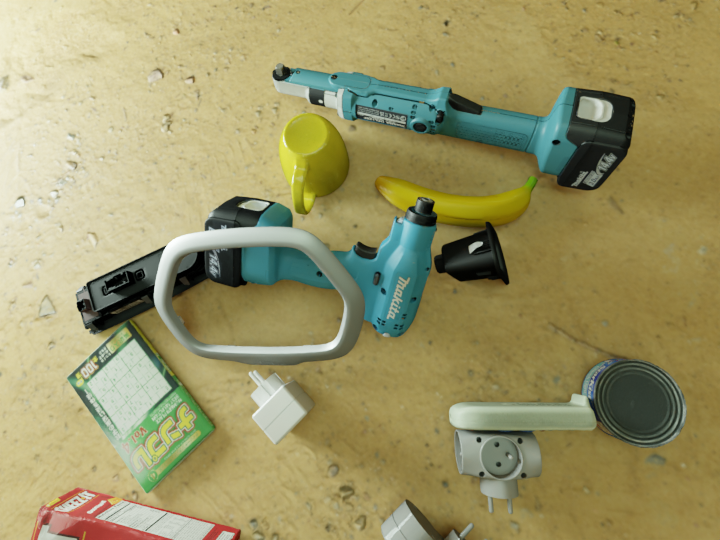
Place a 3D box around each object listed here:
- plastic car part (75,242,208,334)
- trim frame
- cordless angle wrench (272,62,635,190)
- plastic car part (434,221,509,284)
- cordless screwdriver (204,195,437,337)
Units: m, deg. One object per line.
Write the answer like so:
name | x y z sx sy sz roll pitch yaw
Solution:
plastic car part | -0.274 0.008 0.535 0.203 0.065 0.068 -24 71 -2
trim frame | -0.118 0.037 0.470 0.254 0.028 0.179 -4 113 13
cordless angle wrench | 0.083 -0.199 0.524 0.435 0.094 0.075 17 70 15
plastic car part | 0.120 -0.013 0.468 0.073 0.111 0.067 -16 78 25
cordless screwdriver | -0.046 -0.030 0.474 0.253 0.074 0.156 16 116 9
